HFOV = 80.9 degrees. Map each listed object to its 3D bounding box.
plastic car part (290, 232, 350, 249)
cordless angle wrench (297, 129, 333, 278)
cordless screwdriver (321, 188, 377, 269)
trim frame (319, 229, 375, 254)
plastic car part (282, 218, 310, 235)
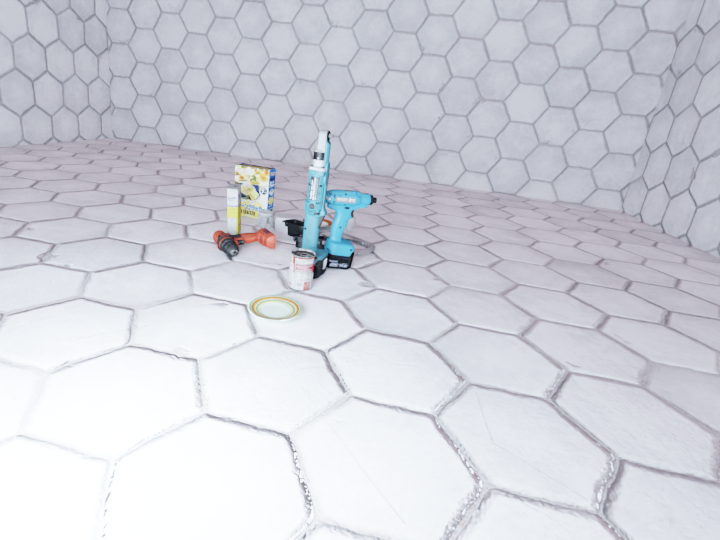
[{"bbox_3d":[-0.142,-0.093,1.452,0.208,0.066,0.066,12,21,13],"label":"plastic car part"},{"bbox_3d":[-0.128,-0.187,1.214,0.101,0.416,0.073,14,20,15],"label":"cordless angle wrench"},{"bbox_3d":[-0.041,-0.129,1.328,0.156,0.245,0.077,3,20,-14],"label":"cordless screwdriver"},{"bbox_3d":[-0.063,-0.107,1.564,0.261,0.027,0.178,20,25,31],"label":"trim frame"},{"bbox_3d":[-0.228,-0.144,1.550,0.123,0.070,0.063,24,26,37],"label":"plastic car part"}]
